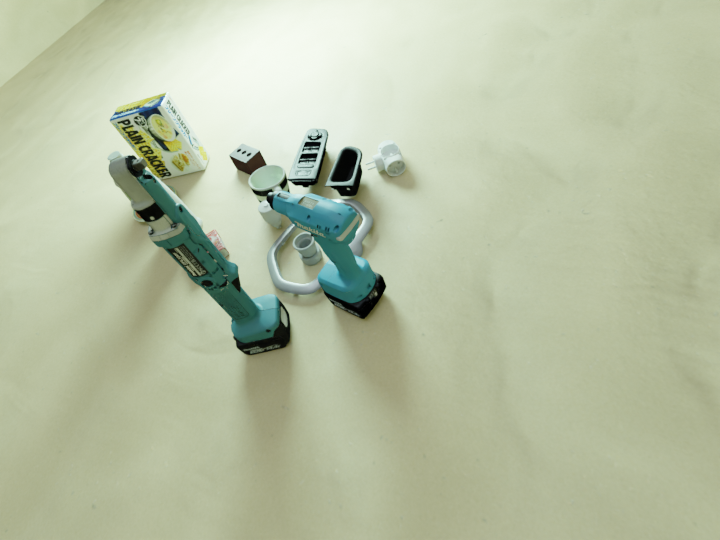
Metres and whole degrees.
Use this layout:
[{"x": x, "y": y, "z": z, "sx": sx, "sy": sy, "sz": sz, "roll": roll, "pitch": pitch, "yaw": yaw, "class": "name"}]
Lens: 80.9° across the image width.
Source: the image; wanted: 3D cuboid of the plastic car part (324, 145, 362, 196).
[{"x": -0.023, "y": -0.206, "z": 0.918, "sx": 0.068, "sy": 0.067, "sz": 0.118, "roll": 4, "pitch": 56, "yaw": 22, "class": "plastic car part"}]

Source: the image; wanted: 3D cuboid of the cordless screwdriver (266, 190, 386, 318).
[{"x": -0.053, "y": -0.030, "z": 0.685, "sx": 0.168, "sy": 0.237, "sz": 0.074, "roll": 24, "pitch": 64, "yaw": 32, "class": "cordless screwdriver"}]

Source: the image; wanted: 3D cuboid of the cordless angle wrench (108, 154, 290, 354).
[{"x": -0.220, "y": -0.002, "z": 0.619, "sx": 0.099, "sy": 0.402, "sz": 0.077, "roll": -14, "pitch": 51, "yaw": 8, "class": "cordless angle wrench"}]

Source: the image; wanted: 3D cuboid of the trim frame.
[{"x": -0.083, "y": -0.055, "z": 0.853, "sx": 0.194, "sy": 0.026, "sz": 0.247, "roll": 27, "pitch": 68, "yaw": 35, "class": "trim frame"}]

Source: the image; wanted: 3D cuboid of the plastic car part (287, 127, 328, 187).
[{"x": -0.112, "y": -0.263, "z": 0.998, "sx": 0.068, "sy": 0.064, "sz": 0.207, "roll": -5, "pitch": 53, "yaw": 17, "class": "plastic car part"}]
